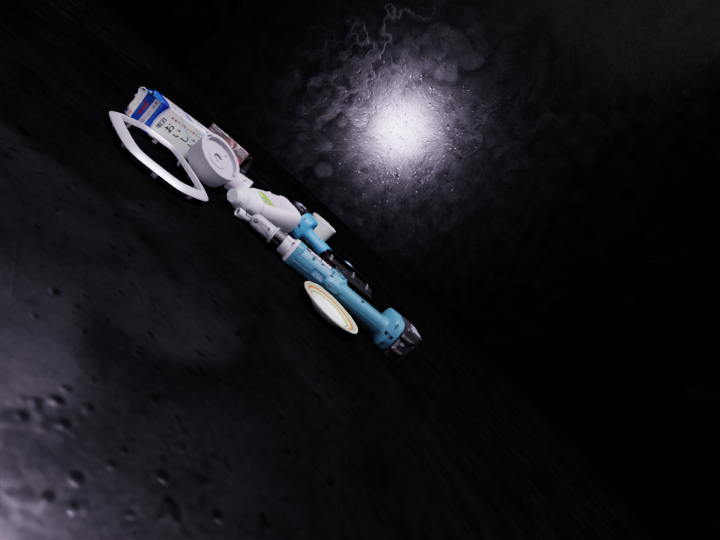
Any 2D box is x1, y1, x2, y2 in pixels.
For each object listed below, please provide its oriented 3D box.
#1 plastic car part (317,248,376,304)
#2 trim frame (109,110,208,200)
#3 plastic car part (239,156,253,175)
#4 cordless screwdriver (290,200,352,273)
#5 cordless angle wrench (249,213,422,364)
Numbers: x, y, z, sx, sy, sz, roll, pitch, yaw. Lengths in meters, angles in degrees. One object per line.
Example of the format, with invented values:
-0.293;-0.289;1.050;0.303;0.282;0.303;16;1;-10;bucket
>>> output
-0.031;0.030;1.018;0.192;0.067;0.070;38;19;-36;plastic car part
-0.355;-0.202;0.751;0.262;0.027;0.174;46;8;35;trim frame
-0.379;-0.327;1.271;0.071;0.066;0.116;28;11;0;plastic car part
-0.113;-0.074;1.152;0.254;0.074;0.155;48;7;10;cordless screwdriver
-0.060;0.026;0.869;0.419;0.074;0.099;40;8;-5;cordless angle wrench
